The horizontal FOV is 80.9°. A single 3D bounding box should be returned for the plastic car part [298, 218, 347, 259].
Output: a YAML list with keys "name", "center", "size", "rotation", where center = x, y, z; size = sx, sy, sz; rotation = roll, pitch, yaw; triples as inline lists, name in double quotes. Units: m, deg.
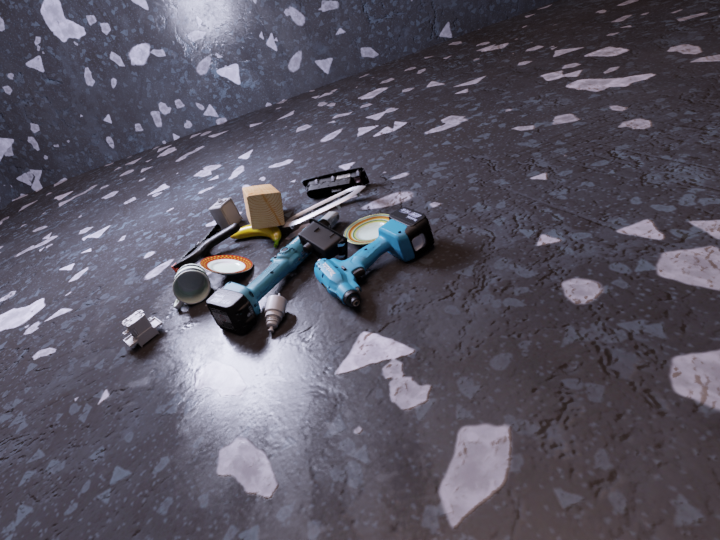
- name: "plastic car part"
  center: [-0.092, -0.060, 0.944]
  size: [0.122, 0.064, 0.070]
  rotation: [31, 54, 28]

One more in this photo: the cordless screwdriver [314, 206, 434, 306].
- name: "cordless screwdriver"
  center: [0.038, -0.024, 0.854]
  size: [0.247, 0.071, 0.168]
  rotation: [-32, 34, -10]

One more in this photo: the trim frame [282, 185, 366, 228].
- name: "trim frame"
  center: [-0.098, -0.168, 1.129]
  size: [0.249, 0.027, 0.188]
  rotation: [-27, 17, 3]

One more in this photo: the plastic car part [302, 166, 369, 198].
- name: "plastic car part"
  center: [-0.080, -0.251, 1.262]
  size: [0.211, 0.063, 0.068]
  rotation: [-2, 62, 25]

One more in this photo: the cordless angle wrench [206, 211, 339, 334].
- name: "cordless angle wrench"
  center: [-0.168, -0.025, 0.973]
  size: [0.103, 0.071, 0.418]
  rotation: [5, 39, 35]
